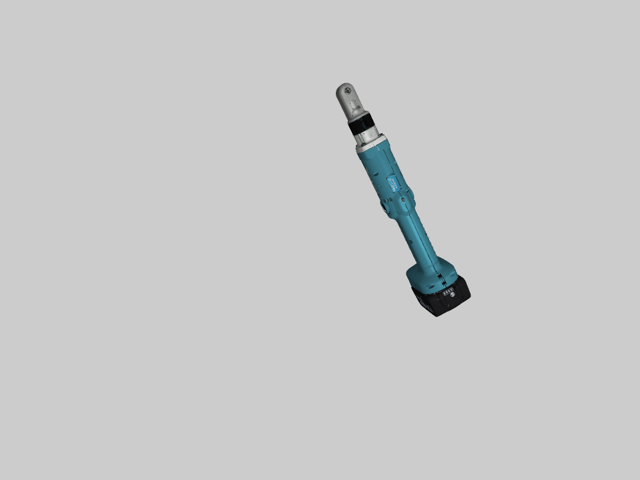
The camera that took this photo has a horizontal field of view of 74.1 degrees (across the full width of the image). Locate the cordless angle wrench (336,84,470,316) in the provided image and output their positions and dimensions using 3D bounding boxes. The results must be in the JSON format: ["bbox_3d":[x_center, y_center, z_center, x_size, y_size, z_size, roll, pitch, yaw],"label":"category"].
[{"bbox_3d":[0.132,-0.067,0.727,0.074,0.423,0.098,-29,14,-4],"label":"cordless angle wrench"}]
